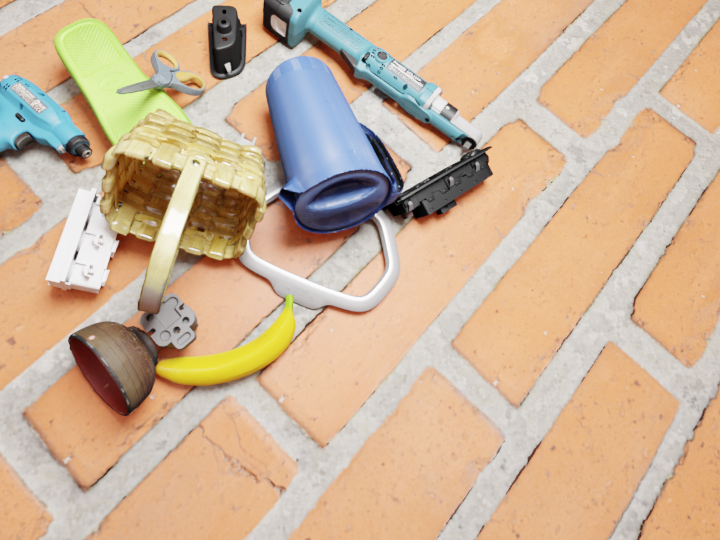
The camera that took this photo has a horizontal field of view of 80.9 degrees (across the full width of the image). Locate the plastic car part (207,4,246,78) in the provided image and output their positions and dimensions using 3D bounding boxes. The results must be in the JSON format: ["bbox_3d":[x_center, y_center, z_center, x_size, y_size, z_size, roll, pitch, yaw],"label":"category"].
[{"bbox_3d":[-0.218,-0.380,0.685,0.065,0.070,0.119,-3,70,-10],"label":"plastic car part"}]

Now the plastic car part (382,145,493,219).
[{"bbox_3d":[0.133,-0.131,0.650,0.200,0.067,0.067,-36,92,-17],"label":"plastic car part"}]

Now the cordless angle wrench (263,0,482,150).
[{"bbox_3d":[0.026,-0.339,0.705,0.426,0.074,0.097,37,71,3],"label":"cordless angle wrench"}]

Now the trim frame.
[{"bbox_3d":[-0.060,-0.039,0.614,0.248,0.027,0.185,22,69,-2],"label":"trim frame"}]

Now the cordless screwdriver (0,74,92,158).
[{"bbox_3d":[-0.506,-0.147,0.569,0.161,0.074,0.247,39,67,5],"label":"cordless screwdriver"}]
